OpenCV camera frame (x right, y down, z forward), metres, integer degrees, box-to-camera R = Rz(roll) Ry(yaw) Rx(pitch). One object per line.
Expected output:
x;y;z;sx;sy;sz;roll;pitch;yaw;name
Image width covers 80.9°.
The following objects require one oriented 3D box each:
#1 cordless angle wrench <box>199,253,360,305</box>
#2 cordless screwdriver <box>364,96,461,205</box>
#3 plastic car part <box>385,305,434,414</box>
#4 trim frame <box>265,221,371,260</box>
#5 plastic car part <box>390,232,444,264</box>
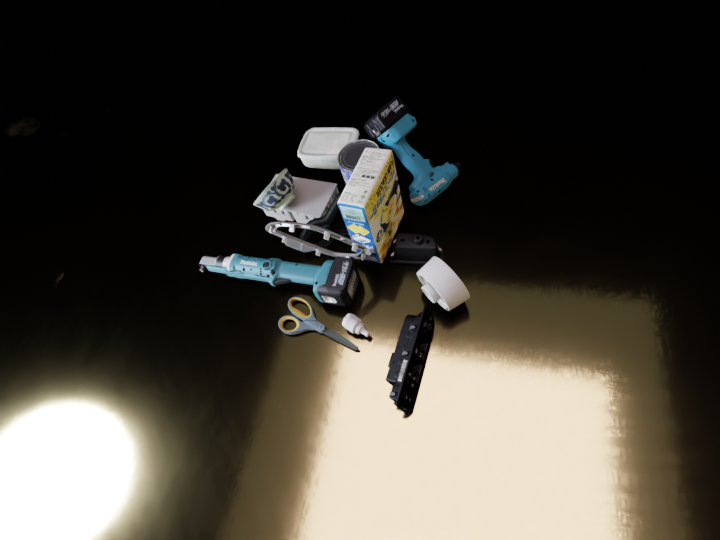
-0.215;0.001;1.015;0.440;0.071;0.099;7;61;24;cordless angle wrench
0.133;-0.295;1.016;0.157;0.076;0.246;-38;97;-20;cordless screwdriver
0.095;0.165;0.821;0.070;0.063;0.204;-1;57;46;plastic car part
-0.089;-0.058;0.915;0.193;0.235;0.028;0;75;52;trim frame
0.123;-0.054;0.939;0.121;0.067;0.067;4;62;22;plastic car part
